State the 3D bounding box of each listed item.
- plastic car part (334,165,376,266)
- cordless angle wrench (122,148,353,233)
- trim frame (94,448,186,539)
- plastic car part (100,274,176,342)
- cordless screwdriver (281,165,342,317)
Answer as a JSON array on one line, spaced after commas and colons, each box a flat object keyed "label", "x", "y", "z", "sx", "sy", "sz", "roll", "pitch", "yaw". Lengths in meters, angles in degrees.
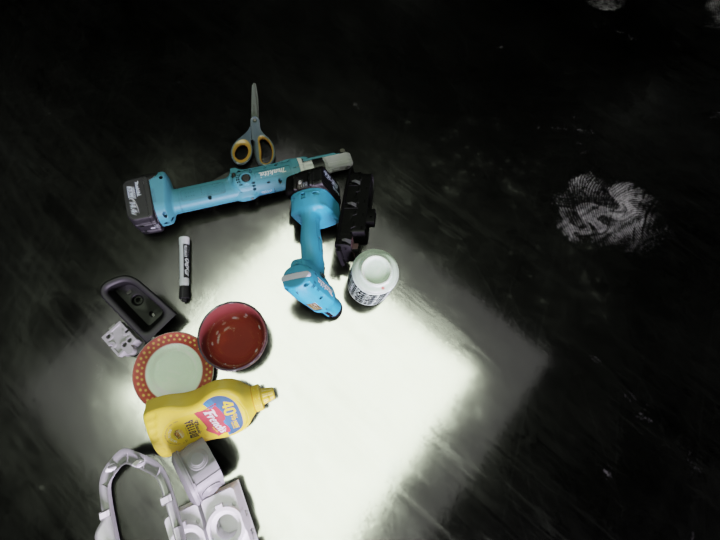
[{"label": "plastic car part", "x": -0.006, "y": -0.109, "z": 0.760, "sx": 0.069, "sy": 0.063, "sz": 0.208, "roll": -8, "pitch": 54, "yaw": 17}, {"label": "cordless angle wrench", "x": -0.216, "y": -0.164, "z": 0.800, "sx": 0.418, "sy": 0.073, "sz": 0.100, "roll": -14, "pitch": 74, "yaw": -9}, {"label": "trim frame", "x": -0.312, "y": 0.381, "z": 0.597, "sx": 0.188, "sy": 0.026, "sz": 0.255, "roll": -31, "pitch": 73, "yaw": 24}, {"label": "plastic car part", "x": -0.377, "y": 0.056, "z": 0.718, "sx": 0.115, "sy": 0.072, "sz": 0.065, "roll": 46, "pitch": 74, "yaw": -6}, {"label": "cordless screwdriver", "x": -0.072, "y": -0.047, "z": 0.741, "sx": 0.076, "sy": 0.150, "sz": 0.256, "roll": -13, "pitch": 59, "yaw": 19}]
